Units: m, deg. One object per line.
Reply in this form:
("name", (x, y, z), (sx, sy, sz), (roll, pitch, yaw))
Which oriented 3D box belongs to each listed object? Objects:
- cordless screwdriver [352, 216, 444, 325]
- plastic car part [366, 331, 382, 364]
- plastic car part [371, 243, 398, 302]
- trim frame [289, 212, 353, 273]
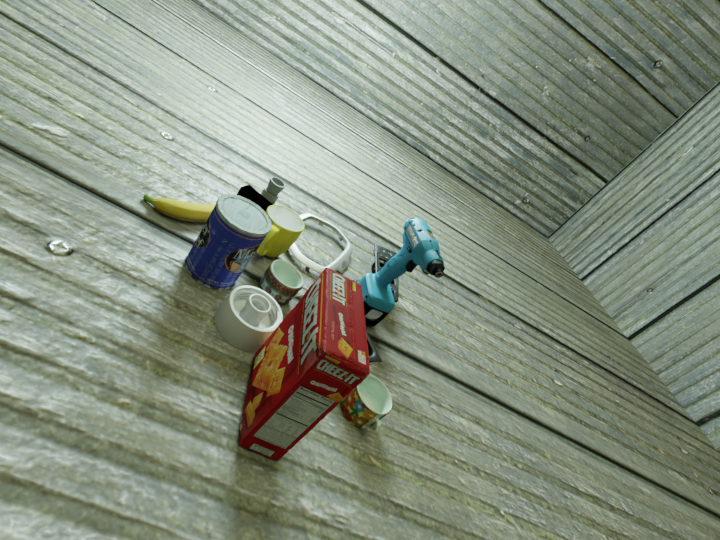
("cordless screwdriver", (0.071, 0.022, 0.875), (0.071, 0.250, 0.166), (24, 31, -29))
("plastic car part", (-0.025, 0.135, 0.783), (0.062, 0.071, 0.122), (10, 38, -42))
("plastic car part", (0.054, 0.016, 1.064), (0.064, 0.067, 0.208), (29, 29, -18))
("trim frame", (-0.103, -0.067, 1.053), (0.186, 0.027, 0.246), (38, 27, 2))
